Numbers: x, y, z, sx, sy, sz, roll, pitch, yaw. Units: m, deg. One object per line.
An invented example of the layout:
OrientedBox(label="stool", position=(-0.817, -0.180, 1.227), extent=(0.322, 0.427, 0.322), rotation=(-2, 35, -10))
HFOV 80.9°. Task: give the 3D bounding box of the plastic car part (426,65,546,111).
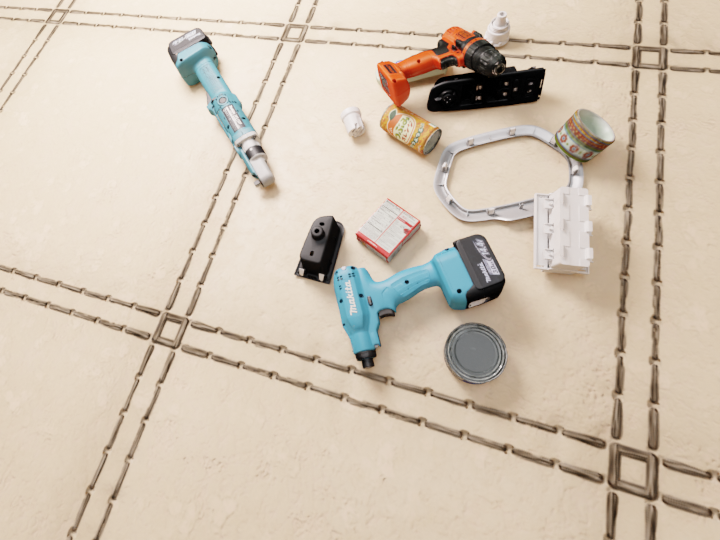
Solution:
OrientedBox(label="plastic car part", position=(0.224, -0.344, 0.786), extent=(0.205, 0.063, 0.069), rotation=(-7, 58, 7))

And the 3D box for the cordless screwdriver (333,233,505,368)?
OrientedBox(label="cordless screwdriver", position=(0.090, 0.046, 0.647), extent=(0.251, 0.071, 0.164), rotation=(-16, 67, 8))

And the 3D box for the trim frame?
OrientedBox(label="trim frame", position=(0.251, -0.169, 0.728), extent=(0.250, 0.026, 0.189), rotation=(-12, 67, 4))

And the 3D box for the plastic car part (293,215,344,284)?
OrientedBox(label="plastic car part", position=(-0.070, -0.046, 0.715), extent=(0.068, 0.069, 0.117), rotation=(14, 74, 12))

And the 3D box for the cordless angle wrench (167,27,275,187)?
OrientedBox(label="cordless angle wrench", position=(-0.279, -0.336, 0.877), extent=(0.098, 0.072, 0.439), rotation=(-31, 68, -4))
